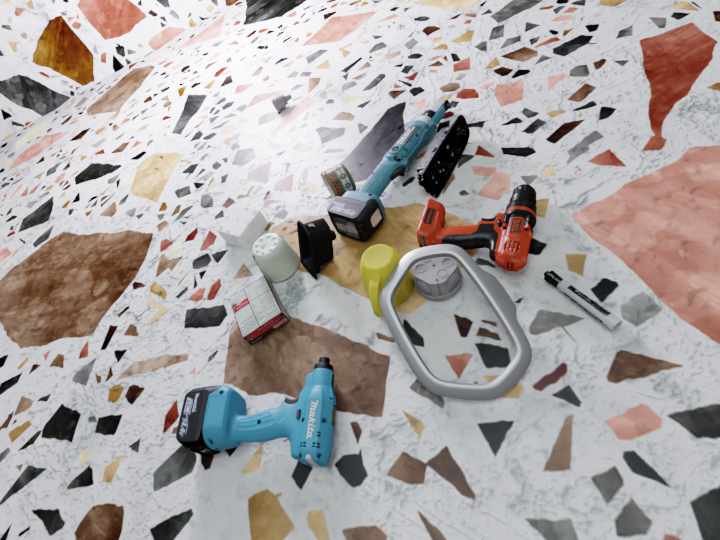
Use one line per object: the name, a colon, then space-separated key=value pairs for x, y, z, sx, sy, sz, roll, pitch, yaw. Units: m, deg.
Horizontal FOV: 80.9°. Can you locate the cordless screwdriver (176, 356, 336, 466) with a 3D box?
cordless screwdriver: x=-0.160 y=0.218 z=0.679 sx=0.255 sy=0.071 sz=0.163 roll=-6 pitch=52 yaw=16

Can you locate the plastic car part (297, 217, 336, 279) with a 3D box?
plastic car part: x=-0.082 y=-0.053 z=0.836 sx=0.069 sy=0.113 sz=0.070 roll=-21 pitch=44 yaw=-26

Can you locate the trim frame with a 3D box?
trim frame: x=0.138 y=0.072 z=0.640 sx=0.185 sy=0.026 sz=0.259 roll=-30 pitch=63 yaw=3

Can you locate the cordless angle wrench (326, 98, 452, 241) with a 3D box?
cordless angle wrench: x=0.083 y=-0.244 z=0.928 sx=0.103 sy=0.070 sz=0.421 roll=20 pitch=62 yaw=34

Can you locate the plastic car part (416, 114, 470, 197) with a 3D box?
plastic car part: x=0.172 y=-0.243 z=0.894 sx=0.070 sy=0.063 sz=0.203 roll=1 pitch=52 yaw=57
